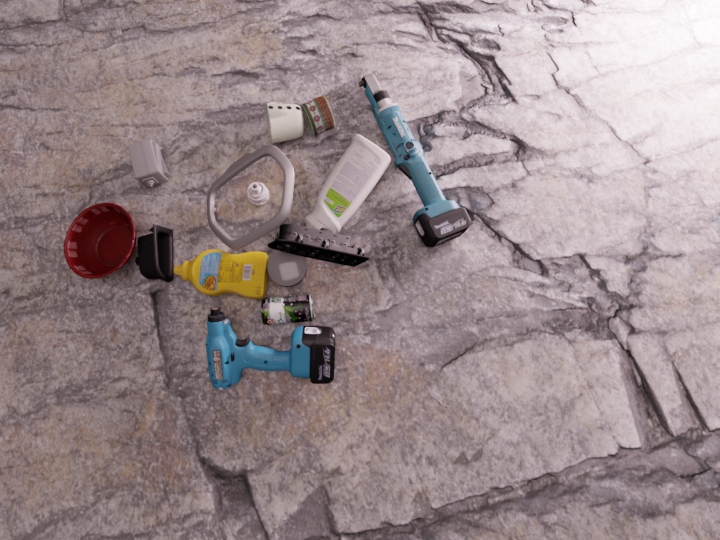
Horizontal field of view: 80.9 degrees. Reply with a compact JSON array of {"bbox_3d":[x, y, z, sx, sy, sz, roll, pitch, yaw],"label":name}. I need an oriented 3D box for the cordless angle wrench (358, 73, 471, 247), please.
[{"bbox_3d":[0.101,-0.259,0.926,0.097,0.073,0.433,-22,76,-6],"label":"cordless angle wrench"}]

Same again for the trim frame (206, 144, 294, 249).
[{"bbox_3d":[-0.229,-0.150,0.865,0.255,0.026,0.188,-27,75,30],"label":"trim frame"}]

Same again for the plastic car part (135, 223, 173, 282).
[{"bbox_3d":[-0.438,-0.031,0.889,0.072,0.064,0.118,-6,81,13],"label":"plastic car part"}]

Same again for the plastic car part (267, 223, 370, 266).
[{"bbox_3d":[-0.082,-0.054,0.841,0.195,0.068,0.068,7,79,-24],"label":"plastic car part"}]

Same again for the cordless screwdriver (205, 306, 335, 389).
[{"bbox_3d":[-0.172,0.142,0.810,0.250,0.075,0.157,-3,102,2],"label":"cordless screwdriver"}]
